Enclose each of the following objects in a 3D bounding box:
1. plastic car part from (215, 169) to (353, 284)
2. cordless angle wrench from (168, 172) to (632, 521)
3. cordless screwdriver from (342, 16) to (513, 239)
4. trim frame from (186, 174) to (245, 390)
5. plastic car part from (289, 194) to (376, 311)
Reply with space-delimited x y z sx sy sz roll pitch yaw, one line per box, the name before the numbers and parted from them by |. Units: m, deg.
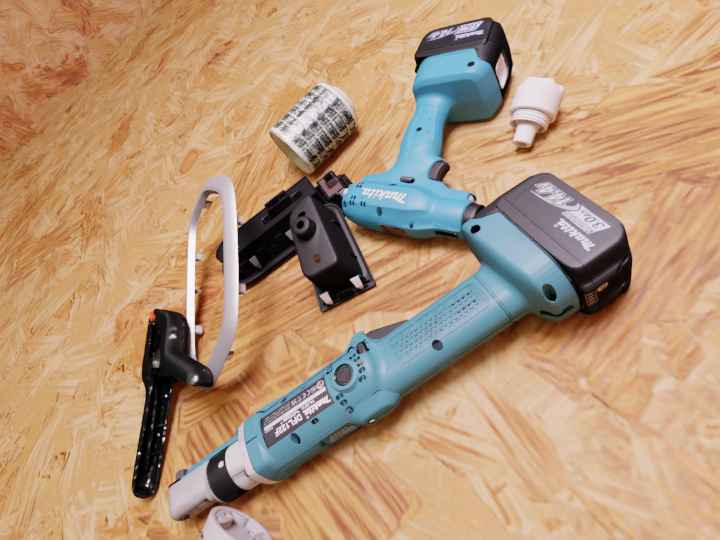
plastic car part | -0.098 -0.054 0.516 0.204 0.063 0.070 -39 53 8
cordless angle wrench | 0.000 0.090 0.345 0.425 0.070 0.103 -37 46 10
cordless screwdriver | 0.096 -0.145 0.442 0.168 0.070 0.249 15 72 39
trim frame | -0.171 0.006 0.482 0.188 0.026 0.255 -32 60 47
plastic car part | -0.043 -0.028 0.436 0.067 0.067 0.121 -29 63 13
